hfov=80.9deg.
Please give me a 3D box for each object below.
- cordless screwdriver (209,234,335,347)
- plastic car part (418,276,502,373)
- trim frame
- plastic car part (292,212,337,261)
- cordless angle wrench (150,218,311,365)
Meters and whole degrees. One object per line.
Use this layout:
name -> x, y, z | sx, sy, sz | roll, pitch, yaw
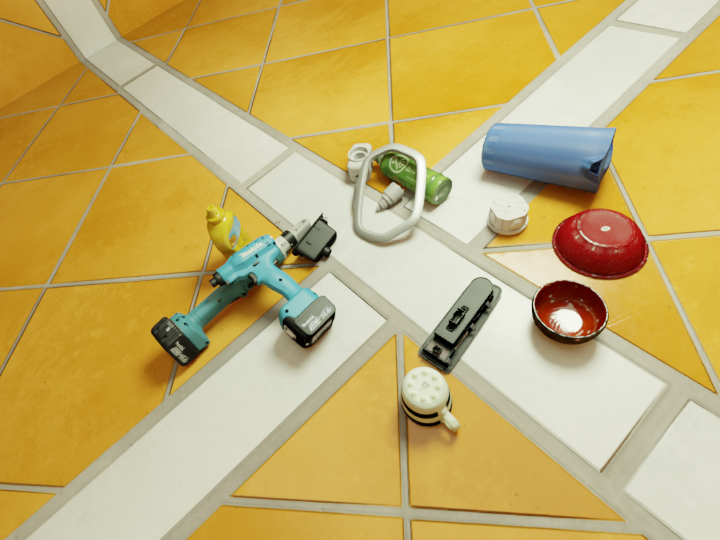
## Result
cordless screwdriver -> -0.177, 0.050, 0.851 | 0.157, 0.073, 0.258 | -38, 68, -23
plastic car part -> 0.186, 0.084, 0.778 | 0.070, 0.064, 0.201 | 27, 64, 37
trim frame -> 0.061, -0.182, 0.977 | 0.192, 0.026, 0.251 | -1, 74, 29
plastic car part -> -0.095, -0.062, 0.970 | 0.073, 0.064, 0.116 | 29, 70, 15
cordless angle wrench -> -0.260, 0.023, 0.938 | 0.078, 0.093, 0.419 | 29, 64, 33
